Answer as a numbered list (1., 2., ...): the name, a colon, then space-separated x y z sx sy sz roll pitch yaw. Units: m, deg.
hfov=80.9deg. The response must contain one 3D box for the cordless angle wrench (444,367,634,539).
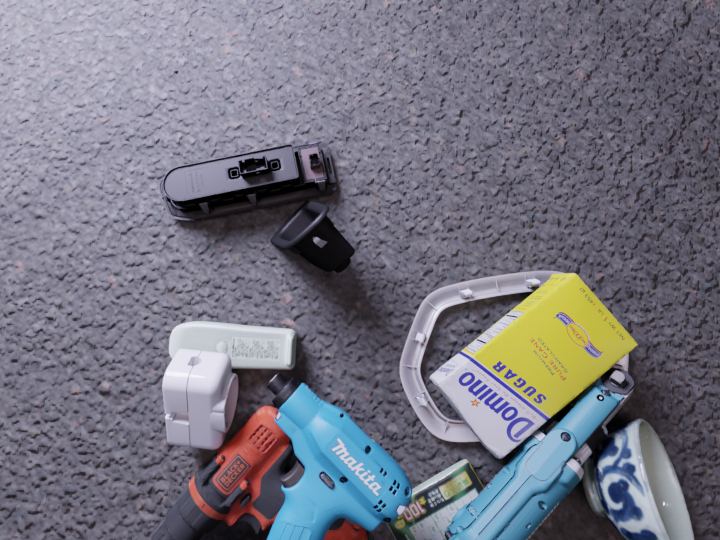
1. cordless angle wrench: 0.111 0.250 0.392 0.421 0.093 0.079 -44 49 -7

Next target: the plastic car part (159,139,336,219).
1. plastic car part: -0.132 -0.102 0.474 0.204 0.066 0.066 -12 89 3

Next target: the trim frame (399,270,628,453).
1. trim frame: 0.167 0.097 0.457 0.248 0.027 0.185 -8 84 -1

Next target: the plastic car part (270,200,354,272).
1. plastic car part: -0.043 -0.028 0.443 0.068 0.121 0.066 43 85 -22

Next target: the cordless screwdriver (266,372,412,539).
1. cordless screwdriver: -0.090 0.228 0.372 0.162 0.073 0.247 41 78 8
